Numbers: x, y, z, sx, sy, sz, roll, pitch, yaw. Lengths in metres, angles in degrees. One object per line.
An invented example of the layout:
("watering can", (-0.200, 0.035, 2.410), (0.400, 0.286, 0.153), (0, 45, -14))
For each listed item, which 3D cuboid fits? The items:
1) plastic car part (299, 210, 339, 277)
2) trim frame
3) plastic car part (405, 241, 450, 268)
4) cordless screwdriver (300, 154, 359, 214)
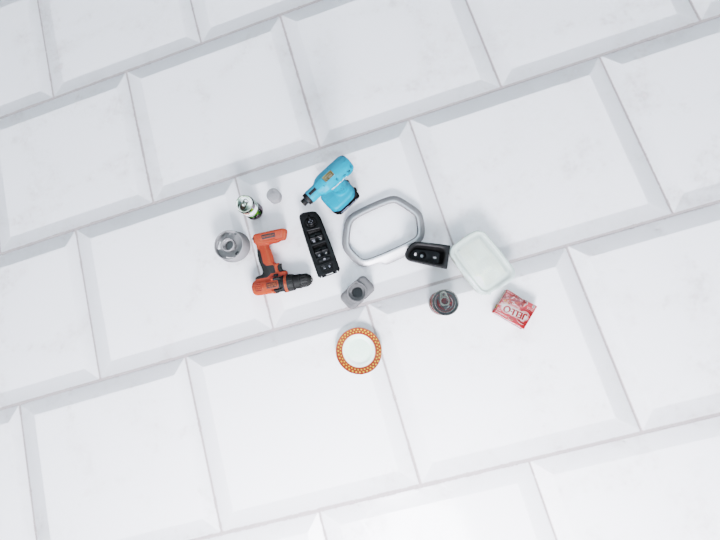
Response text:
("plastic car part", (-0.121, -0.079, 1.239), (0.067, 0.065, 0.207), (-21, 79, 3))
("trim frame", (0.064, -0.112, 1.235), (0.249, 0.027, 0.188), (-25, 78, 4))
("plastic car part", (0.184, -0.043, 1.184), (0.119, 0.069, 0.066), (10, 84, 9))
("cordless screwdriver", (-0.082, -0.212, 1.163), (0.159, 0.244, 0.076), (-42, 83, -1))
